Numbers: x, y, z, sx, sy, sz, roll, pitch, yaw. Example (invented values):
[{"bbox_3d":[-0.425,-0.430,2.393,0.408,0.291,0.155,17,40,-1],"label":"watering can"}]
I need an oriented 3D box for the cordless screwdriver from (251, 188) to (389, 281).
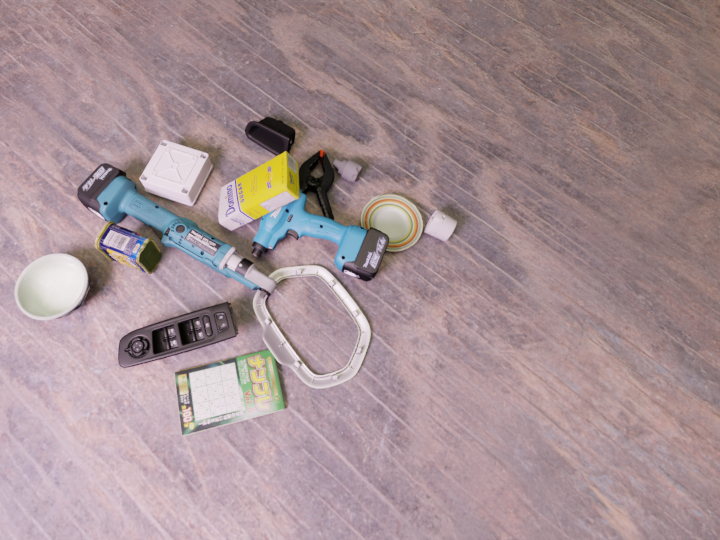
[{"bbox_3d":[-0.080,-0.053,0.822,0.252,0.073,0.159,27,79,7],"label":"cordless screwdriver"}]

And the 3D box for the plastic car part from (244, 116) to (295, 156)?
[{"bbox_3d":[-0.192,-0.309,0.946,0.119,0.065,0.070,34,54,12],"label":"plastic car part"}]

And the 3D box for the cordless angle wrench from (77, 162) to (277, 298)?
[{"bbox_3d":[-0.346,-0.069,0.820,0.430,0.073,0.098,29,69,8],"label":"cordless angle wrench"}]

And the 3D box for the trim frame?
[{"bbox_3d":[-0.093,0.097,0.796,0.182,0.027,0.255,-34,75,-15],"label":"trim frame"}]

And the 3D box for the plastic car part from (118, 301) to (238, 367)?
[{"bbox_3d":[-0.322,0.117,0.749,0.199,0.067,0.067,-16,79,-14],"label":"plastic car part"}]
